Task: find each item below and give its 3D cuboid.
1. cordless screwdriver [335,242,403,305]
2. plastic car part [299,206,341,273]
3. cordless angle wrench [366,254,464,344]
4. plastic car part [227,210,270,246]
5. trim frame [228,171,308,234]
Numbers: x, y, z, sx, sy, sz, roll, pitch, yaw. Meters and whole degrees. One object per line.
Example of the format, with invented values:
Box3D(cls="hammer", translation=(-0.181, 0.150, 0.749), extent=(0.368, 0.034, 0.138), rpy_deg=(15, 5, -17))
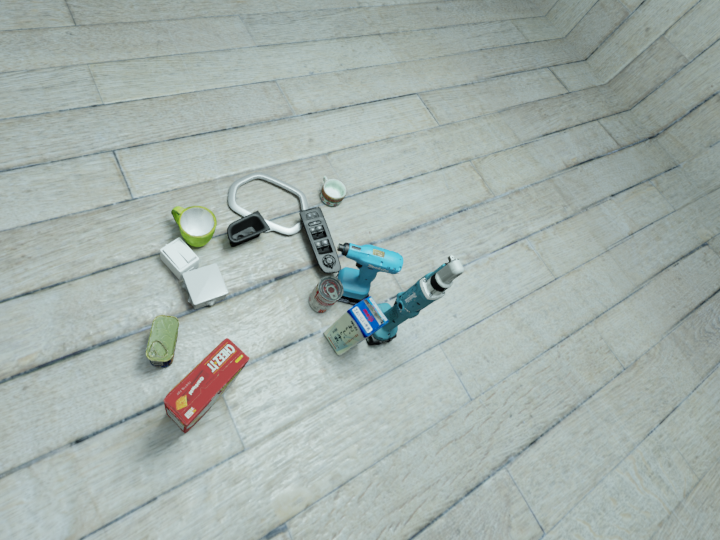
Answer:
Box3D(cls="cordless screwdriver", translation=(-0.014, 0.005, 1.083), extent=(0.156, 0.249, 0.076), rpy_deg=(17, 61, -13))
Box3D(cls="plastic car part", translation=(-0.117, -0.077, 1.200), extent=(0.064, 0.067, 0.209), rpy_deg=(-14, 68, -26))
Box3D(cls="cordless angle wrench", translation=(0.114, 0.076, 0.984), extent=(0.072, 0.424, 0.101), rpy_deg=(-9, 70, -26))
Box3D(cls="plastic car part", translation=(-0.314, -0.102, 1.147), extent=(0.114, 0.071, 0.067), rpy_deg=(-31, 78, -30))
Box3D(cls="trim frame", translation=(-0.266, -0.196, 1.239), extent=(0.246, 0.027, 0.186), rpy_deg=(24, 58, -5))
